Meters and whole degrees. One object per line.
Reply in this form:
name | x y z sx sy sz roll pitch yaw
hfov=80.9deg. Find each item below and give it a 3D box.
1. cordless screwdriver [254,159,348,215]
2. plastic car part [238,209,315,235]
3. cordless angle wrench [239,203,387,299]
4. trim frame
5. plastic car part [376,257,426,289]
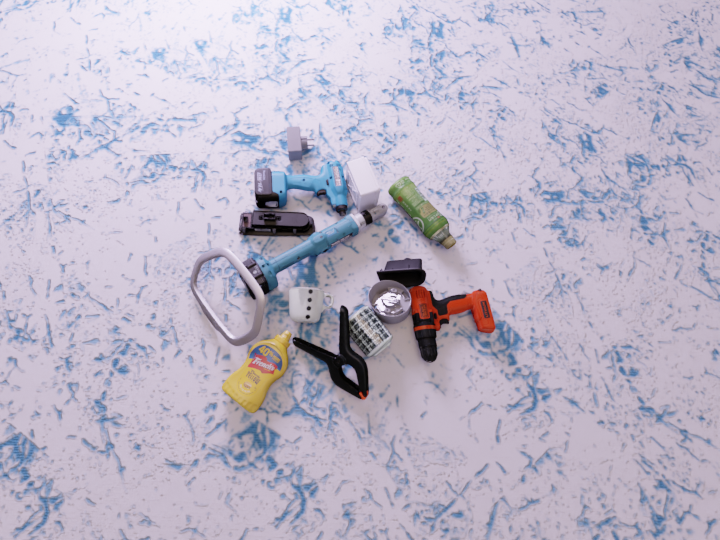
cordless screwdriver | -0.158 -0.208 1.132 0.246 0.073 0.163 -8 70 -9
plastic car part | -0.218 -0.130 1.108 0.202 0.066 0.068 4 63 -3
cordless angle wrench | -0.105 -0.069 1.072 0.417 0.096 0.077 -30 72 -15
trim frame | -0.315 0.060 0.994 0.257 0.026 0.185 46 111 18
plastic car part | 0.107 0.000 1.049 0.120 0.063 0.072 -9 40 21
